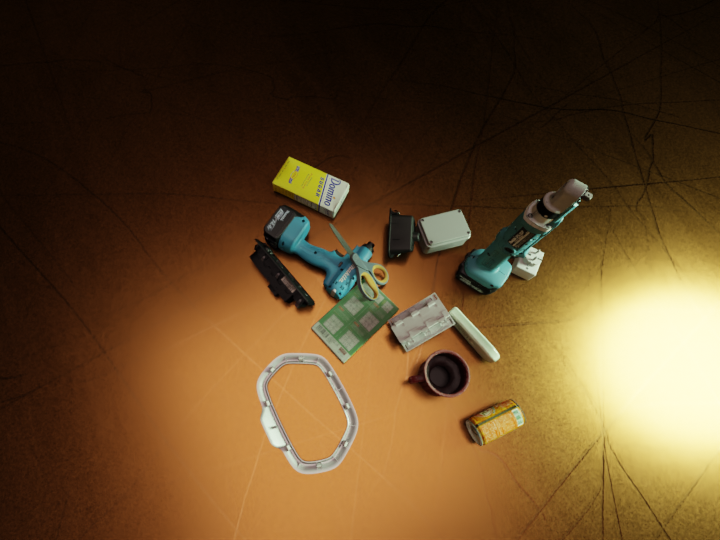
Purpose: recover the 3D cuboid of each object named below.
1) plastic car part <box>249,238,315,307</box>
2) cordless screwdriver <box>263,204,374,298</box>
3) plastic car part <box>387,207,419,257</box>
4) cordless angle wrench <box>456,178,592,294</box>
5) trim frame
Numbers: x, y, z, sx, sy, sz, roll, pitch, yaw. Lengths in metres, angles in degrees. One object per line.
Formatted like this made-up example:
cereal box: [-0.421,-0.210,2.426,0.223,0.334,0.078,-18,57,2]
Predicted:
plastic car part: [-0.190,0.013,0.981,0.067,0.064,0.209,-41,74,10]
cordless screwdriver: [-0.098,-0.064,1.004,0.253,0.073,0.158,36,71,9]
plastic car part: [0.104,-0.085,1.005,0.073,0.063,0.119,-5,68,21]
cordless angle wrench: [0.298,-0.057,0.814,0.100,0.416,0.074,35,71,7]
trim frame: [-0.114,0.290,0.882,0.182,0.027,0.256,-27,72,-10]
